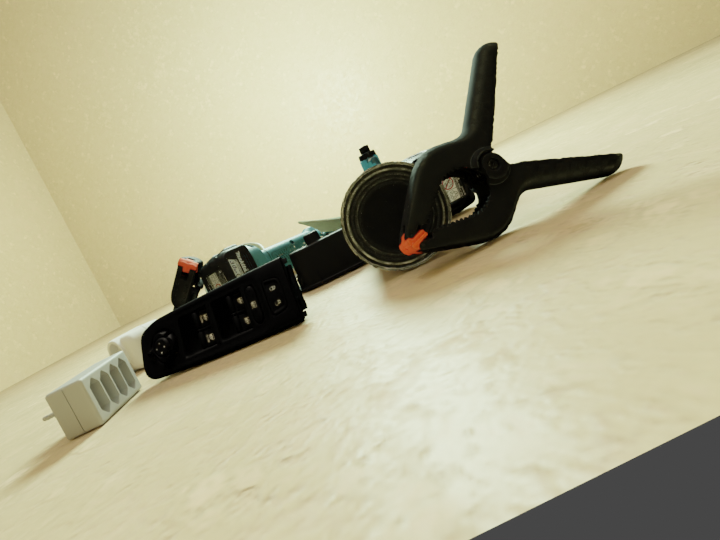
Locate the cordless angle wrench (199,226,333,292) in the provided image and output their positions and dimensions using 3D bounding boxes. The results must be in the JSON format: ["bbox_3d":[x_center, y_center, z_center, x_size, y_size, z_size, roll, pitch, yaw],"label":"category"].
[{"bbox_3d":[-0.071,-0.046,0.723,0.076,0.098,0.411,-26,4,42],"label":"cordless angle wrench"}]

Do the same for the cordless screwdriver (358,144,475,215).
[{"bbox_3d":[0.066,-0.145,0.670,0.073,0.157,0.255,-27,9,-12],"label":"cordless screwdriver"}]

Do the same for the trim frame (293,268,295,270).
[{"bbox_3d":[-0.226,0.038,0.867,0.191,0.027,0.243,-17,15,42],"label":"trim frame"}]

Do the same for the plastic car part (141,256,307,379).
[{"bbox_3d":[-0.146,0.054,0.449,0.206,0.067,0.066,-24,-3,13],"label":"plastic car part"}]

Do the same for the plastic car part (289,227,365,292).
[{"bbox_3d":[-0.048,-0.023,0.576,0.117,0.070,0.066,-23,5,1],"label":"plastic car part"}]
